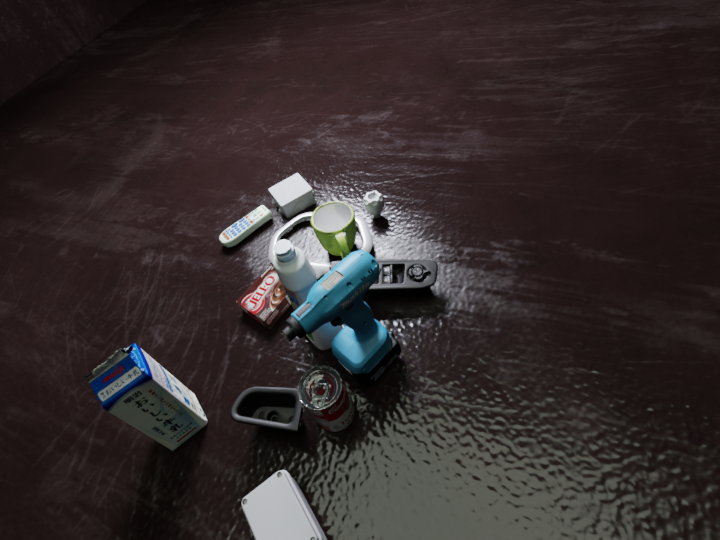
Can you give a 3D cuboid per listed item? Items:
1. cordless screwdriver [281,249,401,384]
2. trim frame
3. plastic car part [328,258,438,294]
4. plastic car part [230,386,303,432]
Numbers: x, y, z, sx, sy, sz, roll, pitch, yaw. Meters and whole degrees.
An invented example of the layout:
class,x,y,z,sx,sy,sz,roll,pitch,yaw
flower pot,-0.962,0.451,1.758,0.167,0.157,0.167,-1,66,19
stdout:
class,x,y,z,sx,sy,sz,roll,pitch,yaw
cordless screwdriver,-0.023,0.096,0.643,0.158,0.237,0.079,-41,52,-18
trim frame,-0.092,-0.060,0.937,0.258,0.026,0.185,7,54,24
plastic car part,0.044,0.019,0.800,0.208,0.064,0.068,-4,50,15
plastic car part,-0.142,0.231,0.684,0.120,0.067,0.067,-2,51,17
